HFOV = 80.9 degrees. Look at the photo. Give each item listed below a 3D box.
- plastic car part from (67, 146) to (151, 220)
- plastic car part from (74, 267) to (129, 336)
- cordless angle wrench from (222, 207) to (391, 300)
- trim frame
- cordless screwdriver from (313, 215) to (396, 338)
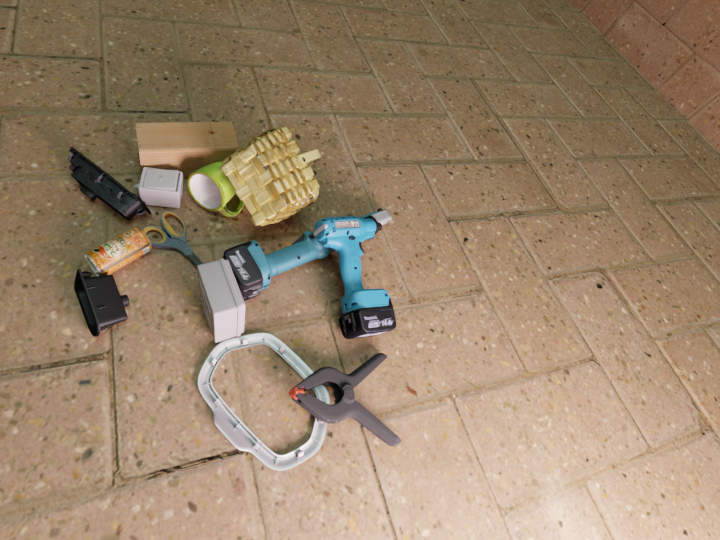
[{"bbox_3d":[-0.516,-0.166,0.854,0.205,0.066,0.067,32,63,5],"label":"plastic car part"},{"bbox_3d":[-0.443,0.054,0.735,0.068,0.066,0.120,-19,68,-44],"label":"plastic car part"},{"bbox_3d":[-0.089,-0.058,0.910,0.411,0.074,0.101,-24,69,-32],"label":"cordless angle wrench"},{"bbox_3d":[-0.162,0.215,0.728,0.254,0.027,0.181,42,57,11],"label":"trim frame"},{"bbox_3d":[0.007,0.005,0.857,0.153,0.076,0.254,-6,72,-34],"label":"cordless screwdriver"}]
